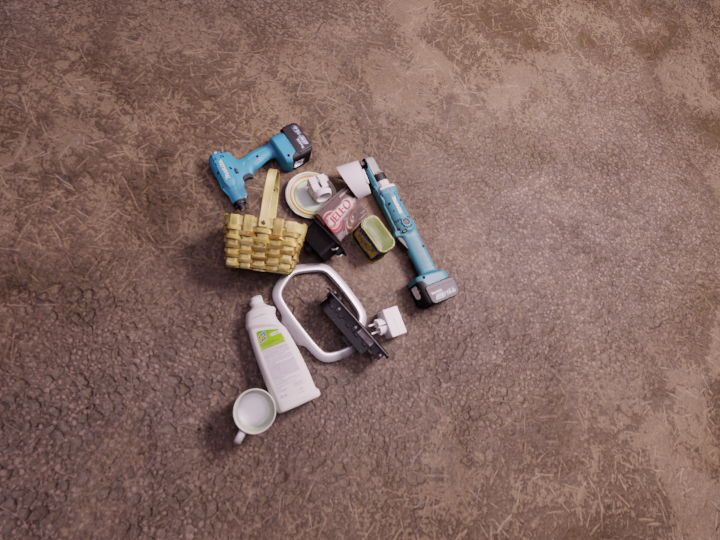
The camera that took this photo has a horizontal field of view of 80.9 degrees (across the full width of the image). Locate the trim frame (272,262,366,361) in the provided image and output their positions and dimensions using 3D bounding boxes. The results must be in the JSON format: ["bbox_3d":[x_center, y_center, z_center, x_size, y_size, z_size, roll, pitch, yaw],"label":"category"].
[{"bbox_3d":[-0.096,0.093,0.993,0.182,0.027,0.251,-37,84,-21],"label":"trim frame"}]

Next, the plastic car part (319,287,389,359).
[{"bbox_3d":[-0.022,0.127,0.957,0.067,0.065,0.205,-38,84,5],"label":"plastic car part"}]

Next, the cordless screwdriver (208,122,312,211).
[{"bbox_3d":[-0.237,-0.259,1.060,0.245,0.074,0.162,-27,80,-14],"label":"cordless screwdriver"}]

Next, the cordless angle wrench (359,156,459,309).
[{"bbox_3d":[0.107,-0.113,1.080,0.096,0.074,0.433,-20,74,-18],"label":"cordless angle wrench"}]

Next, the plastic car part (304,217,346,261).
[{"bbox_3d":[-0.100,-0.065,1.022,0.071,0.063,0.123,-43,59,-8],"label":"plastic car part"}]
